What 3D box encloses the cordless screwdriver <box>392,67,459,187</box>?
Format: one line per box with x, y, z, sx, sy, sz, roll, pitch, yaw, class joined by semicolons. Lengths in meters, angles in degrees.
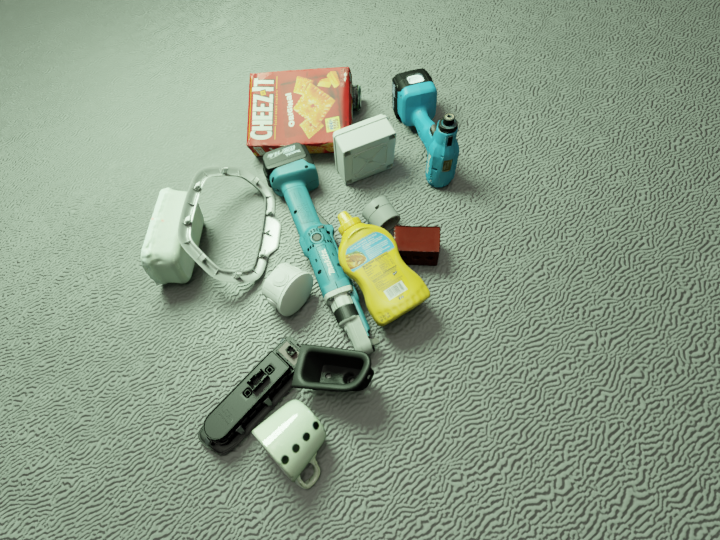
0.127;-0.299;0.813;0.074;0.153;0.258;-12;58;-3;cordless screwdriver

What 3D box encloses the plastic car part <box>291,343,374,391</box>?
-0.032;0.153;0.625;0.121;0.067;0.067;0;61;24;plastic car part

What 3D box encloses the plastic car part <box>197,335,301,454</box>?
-0.159;0.185;0.633;0.068;0.065;0.202;39;74;15;plastic car part

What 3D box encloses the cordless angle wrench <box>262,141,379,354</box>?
-0.073;-0.048;0.749;0.097;0.072;0.440;-21;62;-6;cordless angle wrench

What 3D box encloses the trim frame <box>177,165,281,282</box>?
-0.230;-0.093;0.768;0.176;0.028;0.255;22;52;-29;trim frame
